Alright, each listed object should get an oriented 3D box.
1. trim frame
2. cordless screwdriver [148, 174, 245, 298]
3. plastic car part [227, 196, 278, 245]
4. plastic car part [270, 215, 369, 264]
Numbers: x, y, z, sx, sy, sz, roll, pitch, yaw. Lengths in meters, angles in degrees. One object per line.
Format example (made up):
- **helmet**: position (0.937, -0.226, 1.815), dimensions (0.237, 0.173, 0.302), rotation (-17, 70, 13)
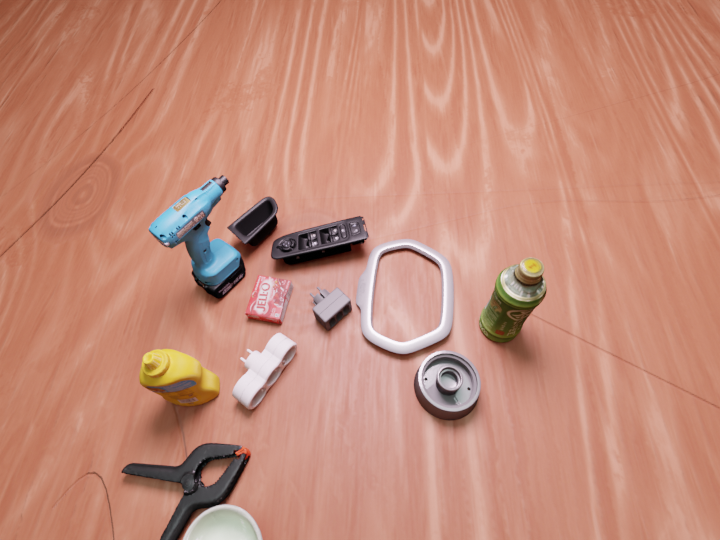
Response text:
- **trim frame**: position (0.084, 0.042, 0.818), dimensions (0.187, 0.026, 0.254), rotation (2, 59, 10)
- **cordless screwdriver**: position (-0.284, -0.060, 0.810), dimensions (0.077, 0.240, 0.158), rotation (33, 68, 21)
- **plastic car part**: position (-0.220, -0.098, 0.925), dimensions (0.069, 0.068, 0.115), rotation (38, 70, 24)
- **plastic car part**: position (-0.086, -0.056, 0.881), dimensions (0.203, 0.064, 0.069), rotation (-11, 59, 1)
